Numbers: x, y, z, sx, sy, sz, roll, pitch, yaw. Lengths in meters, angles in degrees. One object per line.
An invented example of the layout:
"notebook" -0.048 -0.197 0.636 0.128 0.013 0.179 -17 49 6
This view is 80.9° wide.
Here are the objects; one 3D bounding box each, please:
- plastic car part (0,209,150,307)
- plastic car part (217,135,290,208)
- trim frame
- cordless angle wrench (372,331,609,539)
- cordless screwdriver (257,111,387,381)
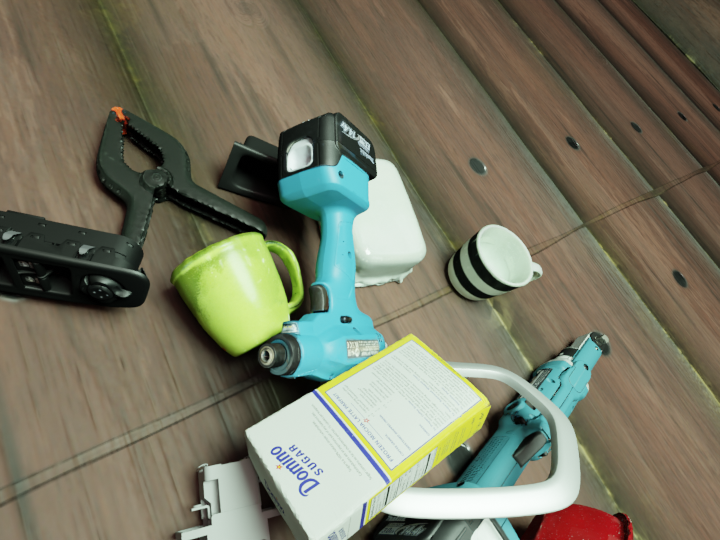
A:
"plastic car part" -0.272 -0.013 0.349 0.200 0.065 0.069 15 41 -8
"plastic car part" -0.106 -0.125 0.517 0.112 0.066 0.073 16 43 -23
"trim frame" 0.076 0.141 0.395 0.246 0.027 0.191 -1 29 -7
"cordless angle wrench" 0.185 0.173 0.464 0.411 0.099 0.076 -28 80 -40
"cordless screwdriver" -0.039 -0.026 0.400 0.151 0.077 0.252 16 66 -57
